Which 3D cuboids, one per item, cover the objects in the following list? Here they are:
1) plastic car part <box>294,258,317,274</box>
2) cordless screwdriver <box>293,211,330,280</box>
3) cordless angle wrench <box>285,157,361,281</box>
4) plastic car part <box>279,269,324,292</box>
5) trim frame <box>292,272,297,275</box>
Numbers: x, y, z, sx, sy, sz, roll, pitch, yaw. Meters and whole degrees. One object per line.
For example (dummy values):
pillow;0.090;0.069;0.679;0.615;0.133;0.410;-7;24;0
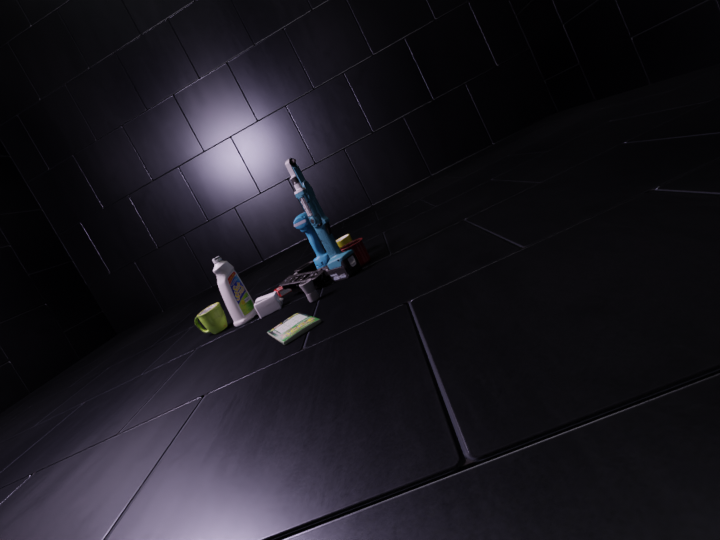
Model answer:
plastic car part;-0.195;0.009;1.598;0.068;0.070;0.114;-19;13;42
cordless screwdriver;-0.148;-0.097;1.511;0.076;0.246;0.158;-25;8;17
cordless angle wrench;-0.137;-0.168;1.369;0.101;0.418;0.072;-21;9;45
plastic car part;-0.195;0.043;1.463;0.210;0.066;0.065;-16;14;45
trim frame;-0.204;-0.007;1.789;0.252;0.027;0.184;-25;12;14
